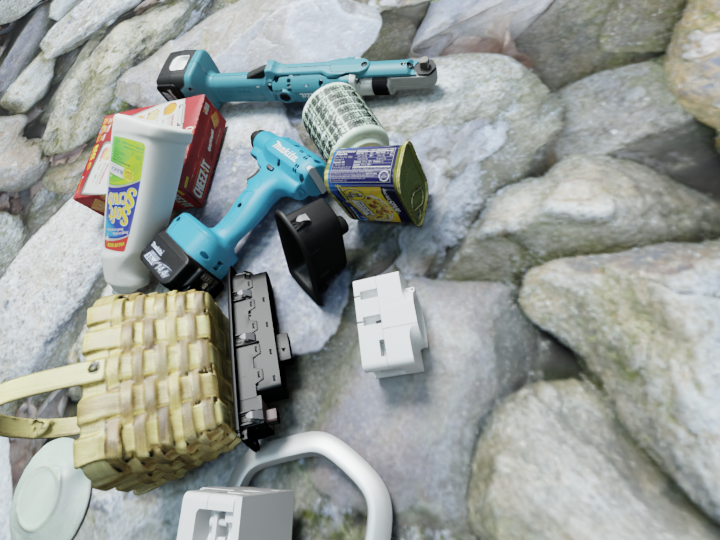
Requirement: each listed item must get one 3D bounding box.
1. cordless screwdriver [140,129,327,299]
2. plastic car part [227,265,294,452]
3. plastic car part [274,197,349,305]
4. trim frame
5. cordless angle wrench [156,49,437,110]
[{"bbox_3d":[-0.172,-0.083,0.557,0.248,0.070,0.168,-45,53,-6],"label":"cordless screwdriver"},{"bbox_3d":[-0.110,0.074,0.452,0.067,0.063,0.212,-22,53,0],"label":"plastic car part"},{"bbox_3d":[-0.045,-0.029,0.460,0.070,0.112,0.069,-32,56,-23],"label":"plastic car part"},{"bbox_3d":[-0.062,0.270,0.365,0.192,0.026,0.251,7,67,27],"label":"trim frame"},{"bbox_3d":[-0.104,-0.274,0.615,0.439,0.093,0.075,9,70,23],"label":"cordless angle wrench"}]
